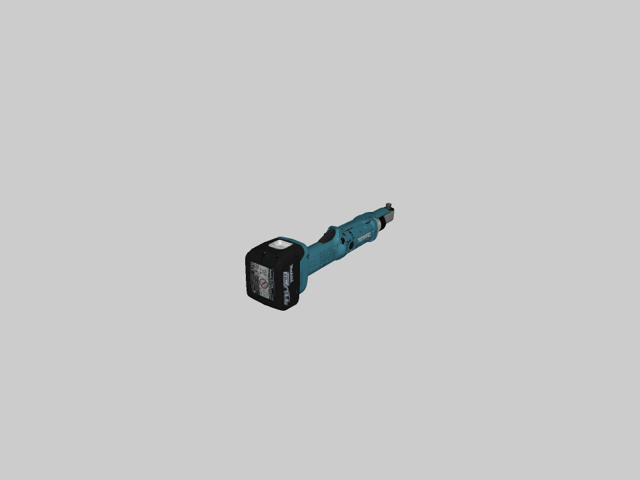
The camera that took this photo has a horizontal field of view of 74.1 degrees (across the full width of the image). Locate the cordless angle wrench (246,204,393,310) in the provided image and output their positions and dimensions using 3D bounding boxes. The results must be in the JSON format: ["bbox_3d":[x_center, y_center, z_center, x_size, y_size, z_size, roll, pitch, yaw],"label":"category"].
[{"bbox_3d":[0.035,0.003,0.797,0.074,0.098,0.421,16,26,32],"label":"cordless angle wrench"}]
